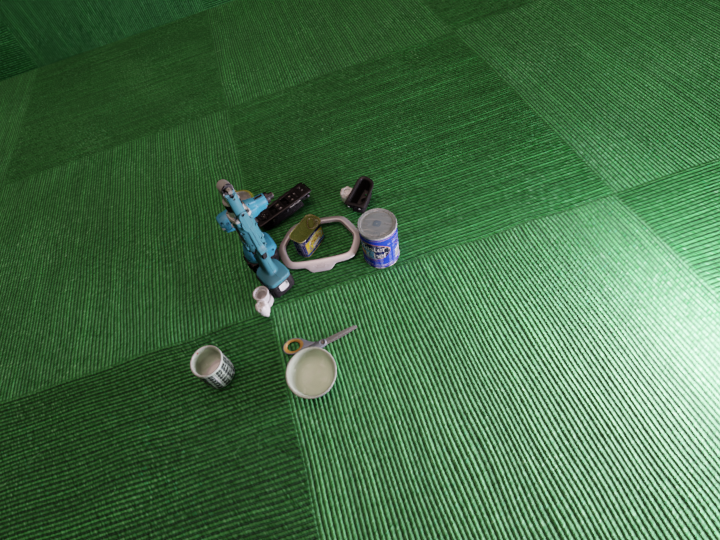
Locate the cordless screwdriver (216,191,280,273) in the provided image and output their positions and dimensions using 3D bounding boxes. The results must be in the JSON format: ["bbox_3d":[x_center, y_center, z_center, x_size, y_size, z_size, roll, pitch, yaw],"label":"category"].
[{"bbox_3d":[-0.284,-0.107,1.176,0.158,0.238,0.078,-31,57,-11],"label":"cordless screwdriver"}]

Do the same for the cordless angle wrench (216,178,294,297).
[{"bbox_3d":[-0.263,-0.073,1.045,0.074,0.405,0.103,-41,60,-17],"label":"cordless angle wrench"}]

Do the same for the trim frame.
[{"bbox_3d":[-0.122,-0.080,1.249,0.251,0.026,0.190,-10,55,6],"label":"trim frame"}]

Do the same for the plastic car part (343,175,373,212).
[{"bbox_3d":[0.006,-0.222,1.289,0.068,0.068,0.117,15,61,20],"label":"plastic car part"}]

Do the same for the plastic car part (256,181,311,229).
[{"bbox_3d":[-0.245,-0.195,1.333,0.201,0.064,0.070,-36,57,-12],"label":"plastic car part"}]
